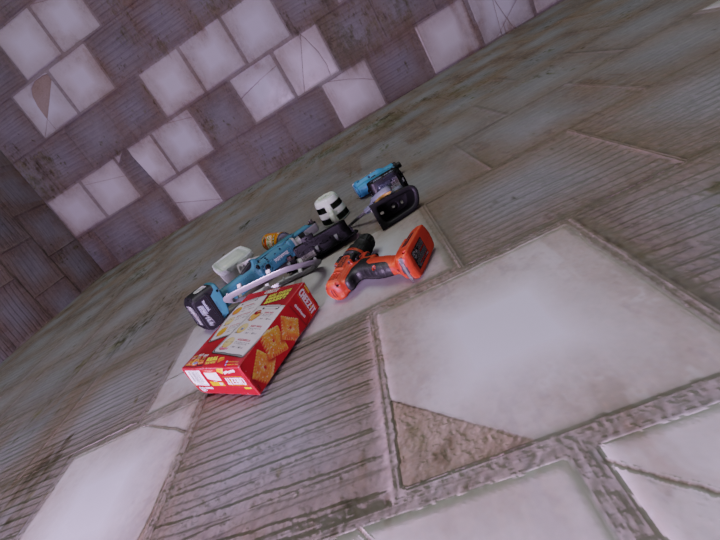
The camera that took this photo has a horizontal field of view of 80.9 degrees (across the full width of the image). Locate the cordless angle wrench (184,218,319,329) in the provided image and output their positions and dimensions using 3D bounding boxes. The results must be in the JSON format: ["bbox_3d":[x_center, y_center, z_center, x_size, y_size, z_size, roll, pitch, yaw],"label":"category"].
[{"bbox_3d":[-0.257,-0.009,1.105,0.416,0.095,0.078,-42,22,-31],"label":"cordless angle wrench"}]

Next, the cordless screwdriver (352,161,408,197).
[{"bbox_3d":[0.073,-0.253,1.181,0.159,0.072,0.256,-32,19,-1],"label":"cordless screwdriver"}]

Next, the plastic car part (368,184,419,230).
[{"bbox_3d":[0.079,-0.150,0.994,0.116,0.065,0.072,-31,7,-7],"label":"plastic car part"}]

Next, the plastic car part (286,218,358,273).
[{"bbox_3d":[-0.102,-0.067,1.046,0.204,0.067,0.066,-26,4,6],"label":"plastic car part"}]

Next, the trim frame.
[{"bbox_3d":[-0.200,0.022,0.953,0.252,0.028,0.178,-26,-8,17],"label":"trim frame"}]
